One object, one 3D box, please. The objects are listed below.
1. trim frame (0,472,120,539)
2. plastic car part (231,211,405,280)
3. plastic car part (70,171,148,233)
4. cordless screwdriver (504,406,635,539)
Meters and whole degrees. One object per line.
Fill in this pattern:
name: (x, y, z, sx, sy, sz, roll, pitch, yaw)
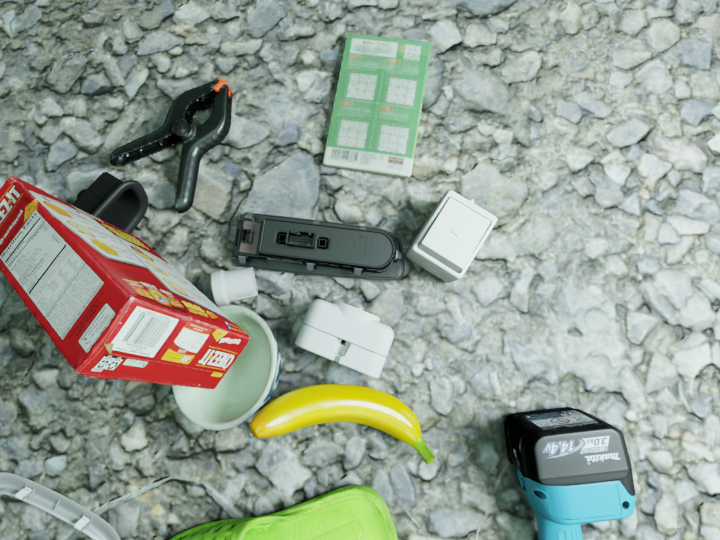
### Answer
trim frame: (-0.363, 0.332, 0.451, 0.251, 0.027, 0.184, 23, 83, 5)
plastic car part: (-0.047, -0.031, 0.480, 0.203, 0.066, 0.067, 8, 75, 1)
plastic car part: (-0.314, -0.067, 0.503, 0.074, 0.063, 0.116, 30, 80, 19)
cordless screwdriver: (0.229, 0.269, 0.409, 0.160, 0.074, 0.250, -3, 84, 1)
